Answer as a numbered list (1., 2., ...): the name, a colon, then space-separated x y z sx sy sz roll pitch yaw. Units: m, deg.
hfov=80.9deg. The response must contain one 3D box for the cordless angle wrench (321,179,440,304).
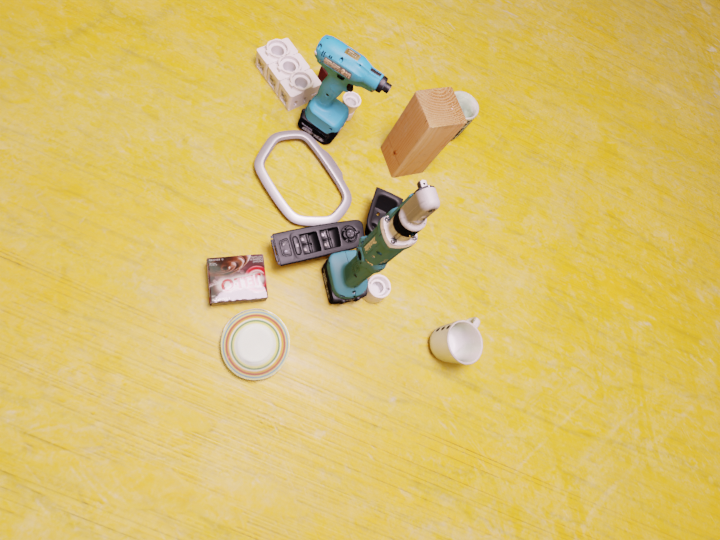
1. cordless angle wrench: 0.022 -0.030 0.699 0.072 0.425 0.100 -8 77 -20

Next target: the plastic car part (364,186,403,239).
1. plastic car part: 0.039 -0.110 0.922 0.065 0.071 0.117 23 68 -8

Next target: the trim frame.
1. trim frame: -0.125 -0.206 0.942 0.181 0.027 0.252 -32 81 -21

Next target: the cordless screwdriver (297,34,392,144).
1. cordless screwdriver: -0.041 -0.361 0.897 0.158 0.250 0.074 34 67 -5

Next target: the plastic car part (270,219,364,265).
1. plastic car part: -0.086 -0.056 0.876 0.198 0.067 0.068 -15 77 -18
